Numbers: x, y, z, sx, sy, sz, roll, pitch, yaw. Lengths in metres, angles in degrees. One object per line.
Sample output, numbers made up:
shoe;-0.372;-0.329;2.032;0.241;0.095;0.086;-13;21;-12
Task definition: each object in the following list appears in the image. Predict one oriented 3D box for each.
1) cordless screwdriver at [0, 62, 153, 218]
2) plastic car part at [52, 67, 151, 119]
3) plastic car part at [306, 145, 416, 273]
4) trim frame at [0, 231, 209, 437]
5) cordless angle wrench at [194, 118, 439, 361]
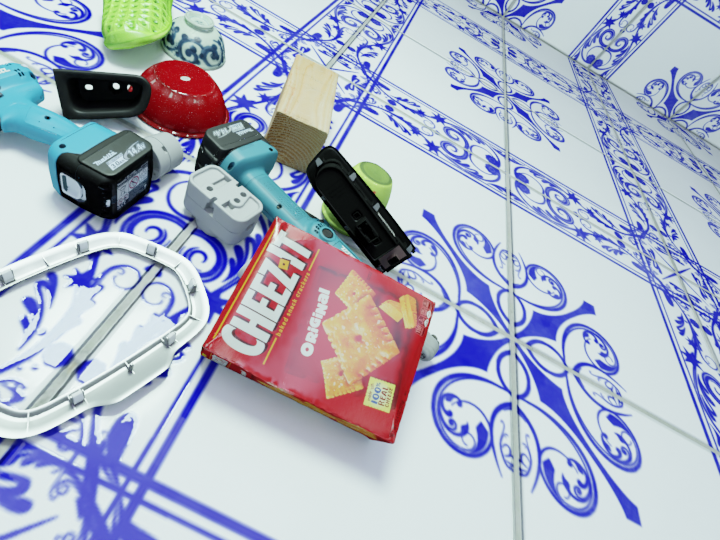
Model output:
cordless screwdriver;-0.383;-0.151;0.496;0.251;0.074;0.159;31;45;4
plastic car part;-0.358;-0.255;0.600;0.113;0.064;0.075;-8;36;-21
plastic car part;-0.004;-0.077;0.586;0.199;0.067;0.067;52;21;-12
trim frame;-0.270;0.045;0.421;0.188;0.027;0.243;45;44;11
cordless angle wrench;-0.057;-0.037;0.581;0.430;0.074;0.096;45;44;9
